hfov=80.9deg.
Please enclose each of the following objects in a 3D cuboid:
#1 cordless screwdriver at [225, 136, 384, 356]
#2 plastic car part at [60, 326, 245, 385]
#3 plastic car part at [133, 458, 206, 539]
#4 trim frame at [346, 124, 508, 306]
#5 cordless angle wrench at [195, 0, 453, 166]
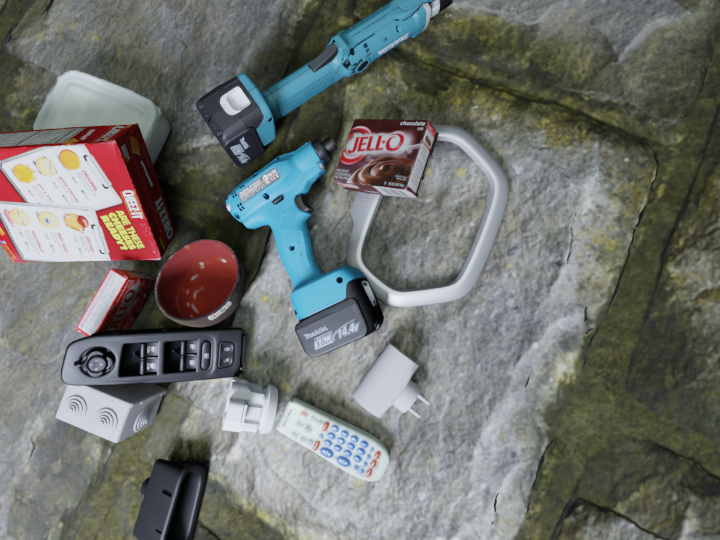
[{"bbox_3d":[-0.051,-0.033,0.520,0.161,0.072,0.254,-32,77,14],"label":"cordless screwdriver"},{"bbox_3d":[-0.248,0.096,0.517,0.195,0.071,0.065,-1,111,-27],"label":"plastic car part"},{"bbox_3d":[-0.240,0.285,0.521,0.073,0.063,0.117,6,80,19],"label":"plastic car part"},{"bbox_3d":[0.082,-0.073,0.545,0.187,0.027,0.249,21,87,8],"label":"trim frame"},{"bbox_3d":[-0.013,-0.291,0.561,0.422,0.097,0.075,-34,83,-3],"label":"cordless angle wrench"}]
